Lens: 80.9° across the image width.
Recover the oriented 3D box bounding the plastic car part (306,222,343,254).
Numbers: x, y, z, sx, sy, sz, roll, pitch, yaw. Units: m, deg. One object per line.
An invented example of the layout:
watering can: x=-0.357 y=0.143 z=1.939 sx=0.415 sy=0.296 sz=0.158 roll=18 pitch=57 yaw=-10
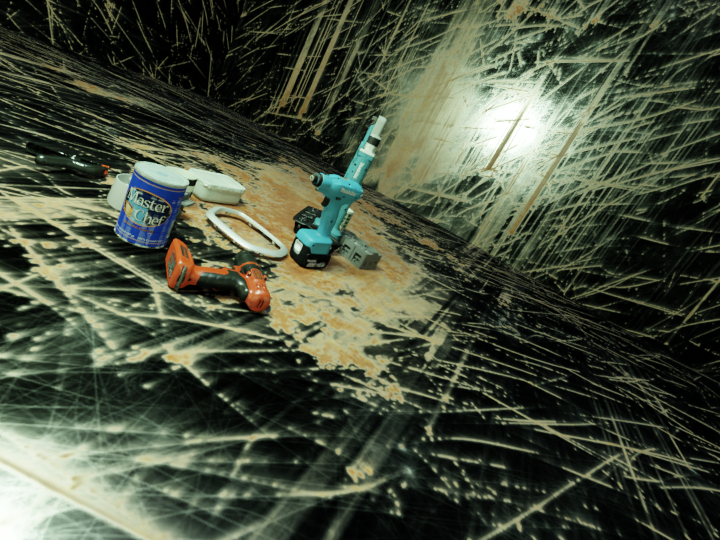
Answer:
plastic car part: x=-0.118 y=-0.077 z=1.211 sx=0.123 sy=0.070 sz=0.063 roll=39 pitch=20 yaw=33

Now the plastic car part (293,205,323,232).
plastic car part: x=-0.177 y=-0.162 z=1.375 sx=0.067 sy=0.067 sz=0.202 roll=27 pitch=18 yaw=0

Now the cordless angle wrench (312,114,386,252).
cordless angle wrench: x=-0.031 y=-0.252 z=1.246 sx=0.097 sy=0.421 sz=0.075 roll=26 pitch=17 yaw=-7

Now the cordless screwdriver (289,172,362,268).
cordless screwdriver: x=-0.107 y=-0.128 z=1.076 sx=0.151 sy=0.248 sz=0.079 roll=10 pitch=25 yaw=-45

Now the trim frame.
trim frame: x=-0.295 y=-0.101 z=1.103 sx=0.259 sy=0.027 sz=0.177 roll=34 pitch=19 yaw=23
